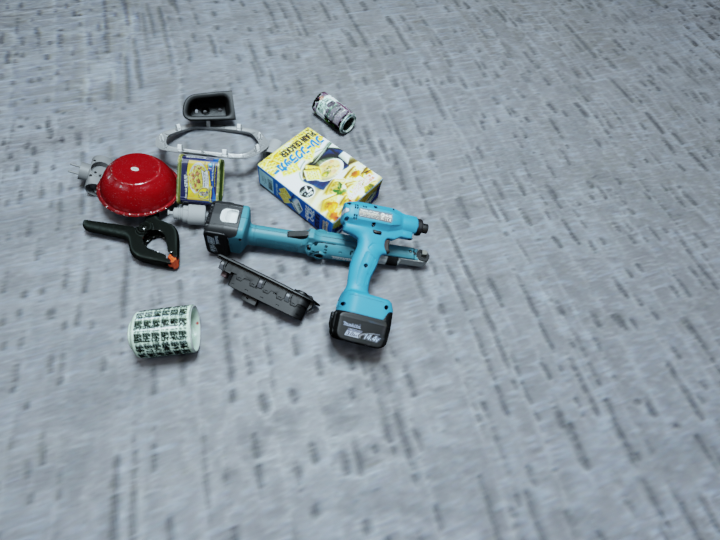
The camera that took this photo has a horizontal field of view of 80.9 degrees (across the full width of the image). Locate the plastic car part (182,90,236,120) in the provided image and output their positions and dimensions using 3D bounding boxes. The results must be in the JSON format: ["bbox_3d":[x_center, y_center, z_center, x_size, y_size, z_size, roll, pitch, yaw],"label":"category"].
[{"bbox_3d":[-0.356,-0.378,0.990,0.114,0.073,0.065,-9,101,-14],"label":"plastic car part"}]

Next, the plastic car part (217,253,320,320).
[{"bbox_3d":[-0.172,0.035,0.764,0.207,0.065,0.067,21,71,9],"label":"plastic car part"}]

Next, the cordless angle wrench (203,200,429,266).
[{"bbox_3d":[-0.079,-0.052,0.810,0.421,0.096,0.076,9,61,-3],"label":"cordless angle wrench"}]

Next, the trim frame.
[{"bbox_3d":[-0.324,-0.289,0.930,0.250,0.027,0.188,8,39,2],"label":"trim frame"}]

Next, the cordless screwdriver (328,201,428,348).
[{"bbox_3d":[0.032,0.008,0.739,0.157,0.074,0.251,9,78,-8],"label":"cordless screwdriver"}]
